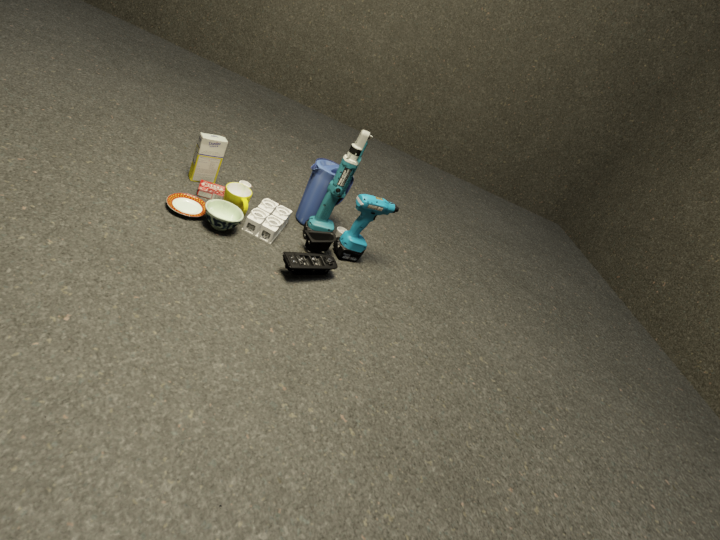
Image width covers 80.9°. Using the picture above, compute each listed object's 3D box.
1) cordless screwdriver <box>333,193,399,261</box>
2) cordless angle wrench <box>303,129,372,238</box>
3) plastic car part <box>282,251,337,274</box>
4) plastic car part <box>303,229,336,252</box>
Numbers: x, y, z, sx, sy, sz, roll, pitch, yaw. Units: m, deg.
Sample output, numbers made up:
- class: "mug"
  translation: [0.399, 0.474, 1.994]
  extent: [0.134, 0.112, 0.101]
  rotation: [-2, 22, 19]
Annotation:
- class: "cordless screwdriver"
  translation: [0.017, -0.144, 1.460]
  extent: [0.152, 0.247, 0.078]
  rotation: [10, 35, -30]
- class: "cordless angle wrench"
  translation: [-0.076, -0.278, 1.421]
  extent: [0.095, 0.421, 0.077]
  rotation: [20, 31, -17]
- class: "plastic car part"
  translation: [-0.155, -0.014, 1.304]
  extent: [0.193, 0.067, 0.070]
  rotation: [-3, 42, -41]
- class: "plastic car part"
  translation: [-0.140, -0.092, 1.432]
  extent: [0.111, 0.070, 0.069]
  rotation: [3, 38, -36]
